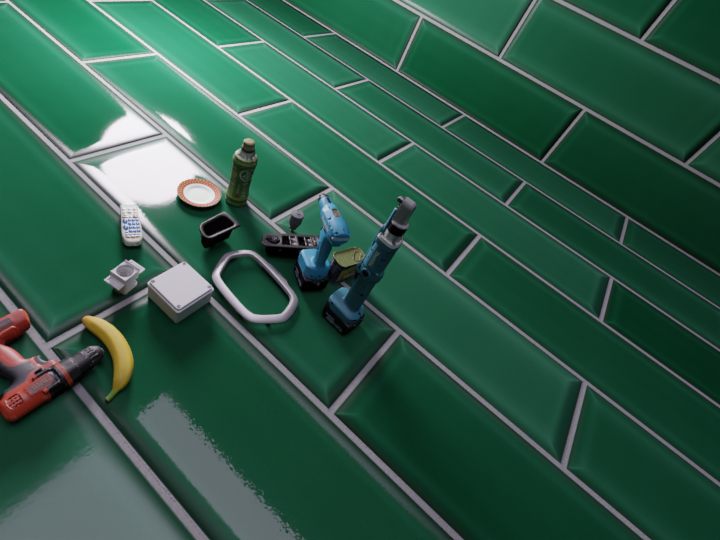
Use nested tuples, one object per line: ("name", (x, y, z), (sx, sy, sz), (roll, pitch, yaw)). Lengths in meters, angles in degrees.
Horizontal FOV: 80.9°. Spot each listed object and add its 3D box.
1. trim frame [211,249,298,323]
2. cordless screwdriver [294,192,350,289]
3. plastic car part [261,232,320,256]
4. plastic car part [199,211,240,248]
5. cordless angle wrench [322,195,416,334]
("trim frame", (-0.272, 0.040, 1.098), (0.257, 0.027, 0.179), (42, 45, 18))
("cordless screwdriver", (-0.110, -0.072, 1.120), (0.071, 0.247, 0.166), (0, 50, -29))
("plastic car part", (-0.189, -0.070, 1.216), (0.196, 0.066, 0.069), (6, 47, -20))
("plastic car part", (-0.394, -0.100, 1.150), (0.068, 0.070, 0.114), (37, 44, 11))
("cordless angle wrench", (0.024, -0.004, 0.985), (0.101, 0.420, 0.072), (44, 44, 15))
